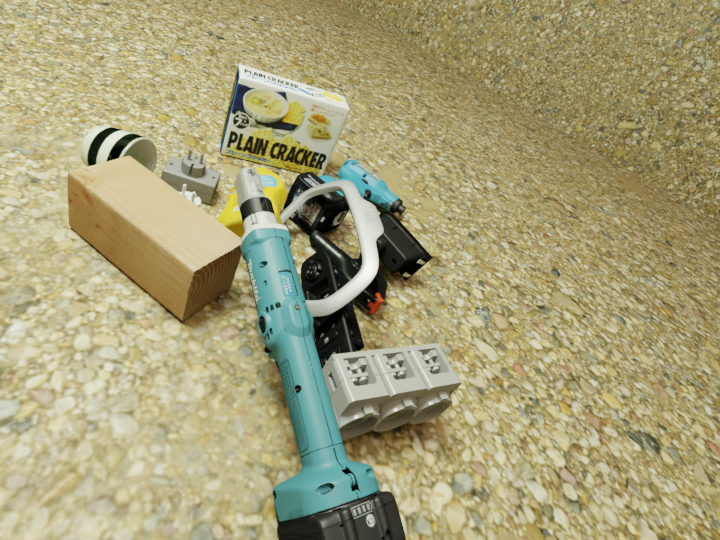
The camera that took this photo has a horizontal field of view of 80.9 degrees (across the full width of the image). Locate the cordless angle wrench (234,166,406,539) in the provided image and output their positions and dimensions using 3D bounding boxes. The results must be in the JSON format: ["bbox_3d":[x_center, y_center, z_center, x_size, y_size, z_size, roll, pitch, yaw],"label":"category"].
[{"bbox_3d":[-0.078,0.057,0.437,0.071,0.099,0.439,1,56,-36],"label":"cordless angle wrench"}]

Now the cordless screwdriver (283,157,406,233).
[{"bbox_3d":[-0.019,-0.133,0.795,0.163,0.074,0.243,38,35,12],"label":"cordless screwdriver"}]

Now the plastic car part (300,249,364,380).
[{"bbox_3d":[-0.036,0.053,0.570,0.064,0.067,0.212,18,36,-36],"label":"plastic car part"}]

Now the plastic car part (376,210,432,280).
[{"bbox_3d":[0.049,-0.041,0.700,0.120,0.066,0.068,51,33,13],"label":"plastic car part"}]

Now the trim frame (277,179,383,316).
[{"bbox_3d":[-0.059,-0.038,0.599,0.026,0.187,0.259,51,18,-43],"label":"trim frame"}]
